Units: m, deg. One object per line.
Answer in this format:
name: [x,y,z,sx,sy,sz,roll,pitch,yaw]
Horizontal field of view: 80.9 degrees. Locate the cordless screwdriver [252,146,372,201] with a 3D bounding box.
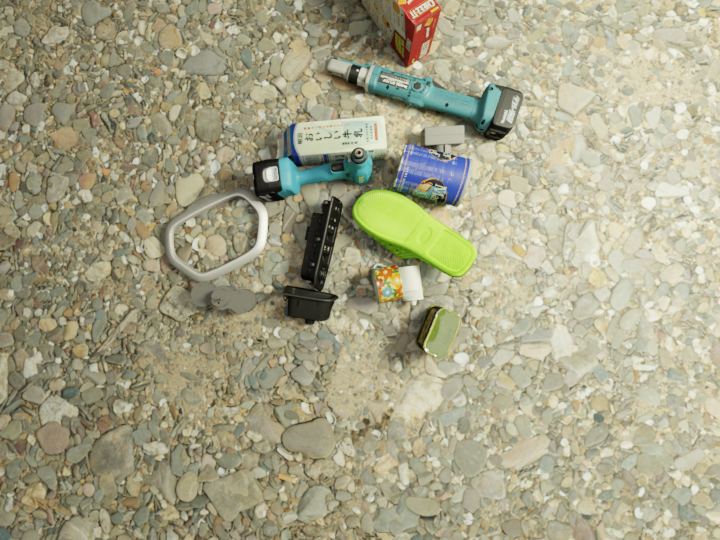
cordless screwdriver: [-0.100,-0.205,0.876,0.251,0.157,0.075,-7,87,4]

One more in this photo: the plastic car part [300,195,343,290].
plastic car part: [-0.089,-0.058,0.908,0.069,0.064,0.204,7,85,12]

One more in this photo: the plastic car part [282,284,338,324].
plastic car part: [-0.110,0.078,0.902,0.117,0.066,0.070,13,101,1]

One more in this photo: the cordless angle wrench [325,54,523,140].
cordless angle wrench: [0.123,-0.392,0.924,0.430,0.073,0.098,19,86,8]

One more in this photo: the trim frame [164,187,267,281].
trim frame: [-0.323,-0.083,0.948,0.249,0.027,0.186,-27,84,3]
